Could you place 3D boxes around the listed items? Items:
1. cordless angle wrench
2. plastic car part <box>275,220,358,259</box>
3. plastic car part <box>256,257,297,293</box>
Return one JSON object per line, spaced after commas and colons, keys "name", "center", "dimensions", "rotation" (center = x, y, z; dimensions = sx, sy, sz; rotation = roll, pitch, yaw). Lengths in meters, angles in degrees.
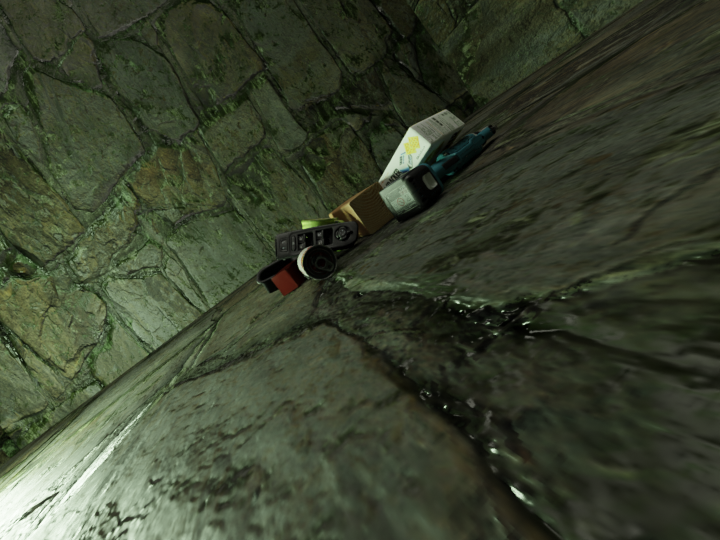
{"name": "cordless angle wrench", "center": [0.198, -0.239, 0.925], "dimensions": [0.415, 0.074, 0.100], "rotation": [-41, 9, -38]}
{"name": "plastic car part", "center": [-0.096, -0.063, 0.986], "dimensions": [0.208, 0.068, 0.063], "rotation": [-12, -31, 17]}
{"name": "plastic car part", "center": [-0.205, 0.016, 1.087], "dimensions": [0.116, 0.067, 0.069], "rotation": [-31, 38, -7]}
